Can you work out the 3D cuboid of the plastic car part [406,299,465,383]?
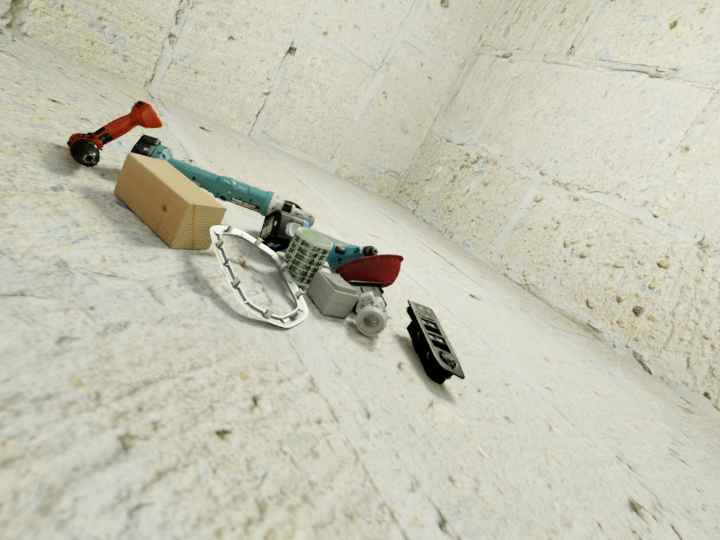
[{"bbox_3d":[0.131,0.140,0.814,0.063,0.067,0.211,30,17,-25],"label":"plastic car part"}]

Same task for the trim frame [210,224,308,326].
[{"bbox_3d":[-0.177,0.002,0.734,0.174,0.028,0.261,20,29,-46],"label":"trim frame"}]

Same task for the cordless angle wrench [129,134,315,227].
[{"bbox_3d":[-0.302,-0.183,0.952,0.419,0.097,0.075,20,60,-5],"label":"cordless angle wrench"}]

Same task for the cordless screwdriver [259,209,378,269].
[{"bbox_3d":[-0.093,-0.061,0.949,0.236,0.075,0.165,20,-18,-33],"label":"cordless screwdriver"}]

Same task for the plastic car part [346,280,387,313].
[{"bbox_3d":[0.010,0.066,0.882,0.110,0.066,0.074,6,41,-48],"label":"plastic car part"}]
